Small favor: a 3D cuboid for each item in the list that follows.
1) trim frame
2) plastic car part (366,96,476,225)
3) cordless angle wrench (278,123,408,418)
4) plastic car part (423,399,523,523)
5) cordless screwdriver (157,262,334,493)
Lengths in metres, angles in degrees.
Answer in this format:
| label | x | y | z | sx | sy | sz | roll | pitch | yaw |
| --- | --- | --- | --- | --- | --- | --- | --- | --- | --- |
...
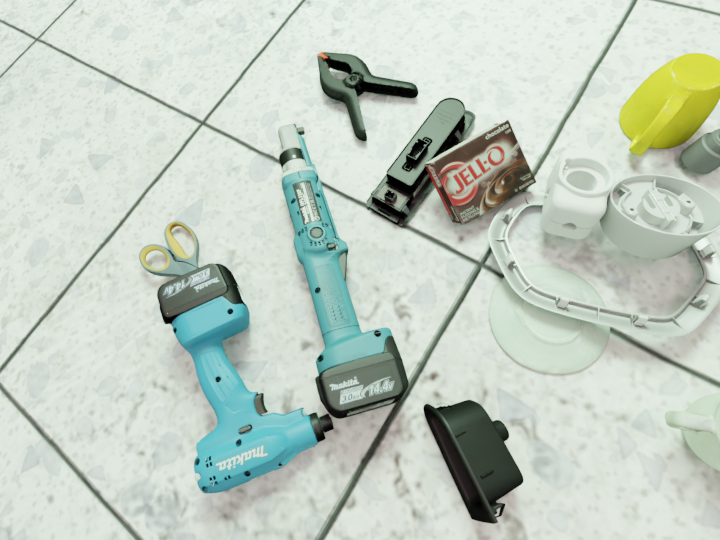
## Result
| label | x | y | z | sx | sy | sz | roll | pitch | yaw |
| --- | --- | --- | --- | --- | --- | --- | --- | --- | --- |
| trim frame | 0.280 | -0.023 | 0.493 | 0.256 | 0.026 | 0.186 | 12 | 62 | 17 |
| plastic car part | 0.086 | -0.164 | 0.584 | 0.069 | 0.064 | 0.202 | 31 | 75 | 26 |
| cordless angle wrench | -0.054 | -0.036 | 0.557 | 0.097 | 0.072 | 0.438 | -15 | 63 | -7 |
| plastic car part | 0.124 | 0.187 | 0.443 | 0.070 | 0.064 | 0.121 | -15 | 63 | -13 |
| cordless screwdriver | -0.144 | 0.113 | 0.513 | 0.158 | 0.073 | 0.256 | -20 | 72 | -8 |
